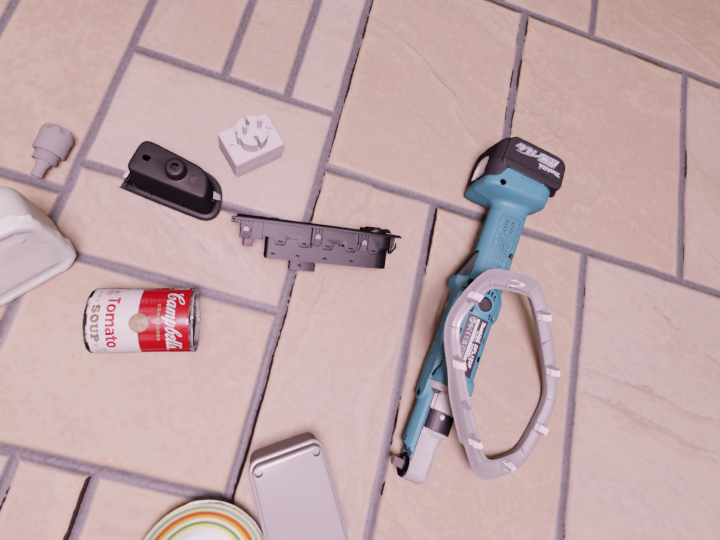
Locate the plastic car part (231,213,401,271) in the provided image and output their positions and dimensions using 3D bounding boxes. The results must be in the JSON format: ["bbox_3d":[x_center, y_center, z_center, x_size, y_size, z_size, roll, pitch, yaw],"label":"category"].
[{"bbox_3d":[-0.049,-0.032,0.496,0.199,0.067,0.067,2,88,-10],"label":"plastic car part"}]

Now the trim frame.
[{"bbox_3d":[0.163,0.117,0.473,0.179,0.029,0.243,-21,106,-27],"label":"trim frame"}]

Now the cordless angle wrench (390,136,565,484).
[{"bbox_3d":[0.135,0.040,0.510,0.097,0.075,0.425,24,76,-6],"label":"cordless angle wrench"}]

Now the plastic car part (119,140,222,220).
[{"bbox_3d":[-0.212,-0.107,0.480,0.116,0.071,0.066,24,76,-3],"label":"plastic car part"}]
